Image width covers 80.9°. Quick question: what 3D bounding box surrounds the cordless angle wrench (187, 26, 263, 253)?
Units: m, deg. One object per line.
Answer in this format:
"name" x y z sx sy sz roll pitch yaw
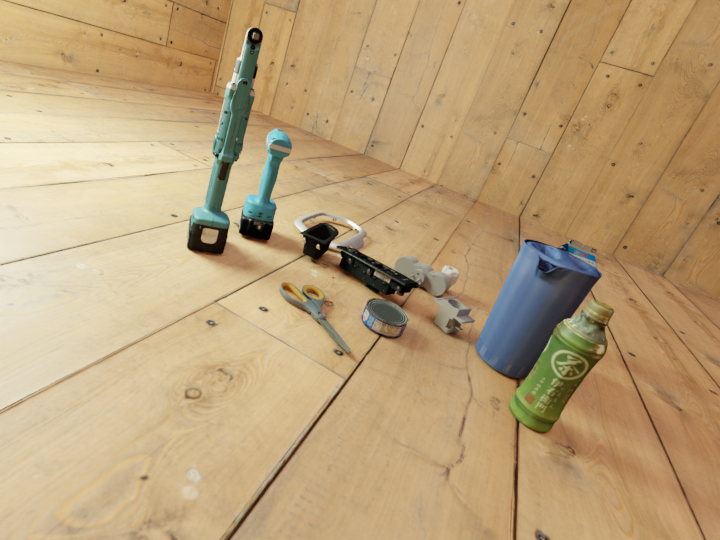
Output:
"cordless angle wrench" -0.252 -0.236 0.802 0.071 0.419 0.103 11 24 -25

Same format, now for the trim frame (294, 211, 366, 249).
"trim frame" -0.078 -0.111 1.166 0.190 0.027 0.243 26 23 15

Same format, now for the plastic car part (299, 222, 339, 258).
"plastic car part" -0.097 -0.063 0.987 0.068 0.070 0.114 25 23 12

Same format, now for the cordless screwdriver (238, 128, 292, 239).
"cordless screwdriver" -0.219 -0.206 0.985 0.072 0.246 0.165 14 23 -20

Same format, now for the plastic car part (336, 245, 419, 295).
"plastic car part" 0.026 0.004 0.937 0.214 0.066 0.063 34 26 32
